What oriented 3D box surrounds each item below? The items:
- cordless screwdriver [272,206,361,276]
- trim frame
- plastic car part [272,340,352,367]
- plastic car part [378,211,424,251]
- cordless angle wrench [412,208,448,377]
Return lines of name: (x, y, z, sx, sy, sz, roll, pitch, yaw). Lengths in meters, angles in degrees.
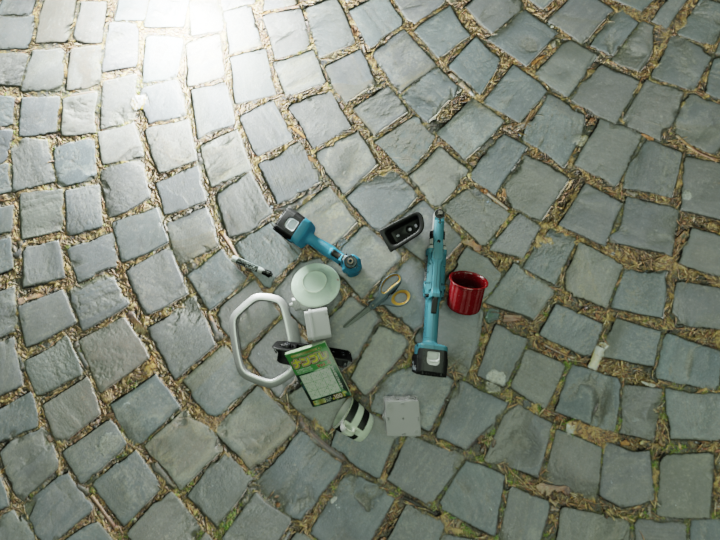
cordless screwdriver: (-0.106, -0.069, 1.080, 0.254, 0.156, 0.074, 34, 85, 9)
trim frame: (-0.252, 0.183, 1.121, 0.185, 0.027, 0.252, -13, 79, 3)
plastic car part: (-0.127, 0.220, 1.077, 0.202, 0.067, 0.066, 13, 105, -4)
plastic car part: (0.118, -0.105, 1.110, 0.118, 0.069, 0.067, -29, 84, 15)
cordless angle wrench: (0.188, 0.049, 1.080, 0.075, 0.096, 0.427, 5, 78, 2)
